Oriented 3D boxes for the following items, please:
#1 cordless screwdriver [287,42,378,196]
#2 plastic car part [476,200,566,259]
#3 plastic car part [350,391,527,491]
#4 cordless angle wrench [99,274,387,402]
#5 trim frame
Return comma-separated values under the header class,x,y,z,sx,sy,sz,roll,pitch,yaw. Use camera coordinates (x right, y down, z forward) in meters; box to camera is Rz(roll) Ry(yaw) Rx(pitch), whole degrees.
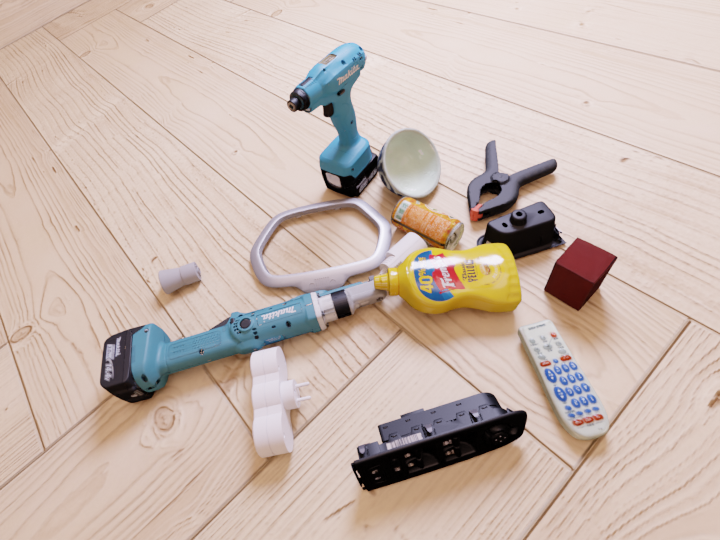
class,x,y,z,sx,sy,sz,roll,pitch,yaw
cordless screwdriver,-0.043,-0.228,0.707,0.078,0.238,0.158,26,60,26
plastic car part,0.237,-0.063,0.624,0.116,0.068,0.069,-18,53,-2
plastic car part,0.089,0.194,0.495,0.204,0.064,0.069,-16,28,5
cordless angle wrench,-0.165,0.090,0.630,0.423,0.071,0.102,-17,54,1
trim frame,-0.071,-0.046,0.723,0.251,0.026,0.191,-11,53,6
